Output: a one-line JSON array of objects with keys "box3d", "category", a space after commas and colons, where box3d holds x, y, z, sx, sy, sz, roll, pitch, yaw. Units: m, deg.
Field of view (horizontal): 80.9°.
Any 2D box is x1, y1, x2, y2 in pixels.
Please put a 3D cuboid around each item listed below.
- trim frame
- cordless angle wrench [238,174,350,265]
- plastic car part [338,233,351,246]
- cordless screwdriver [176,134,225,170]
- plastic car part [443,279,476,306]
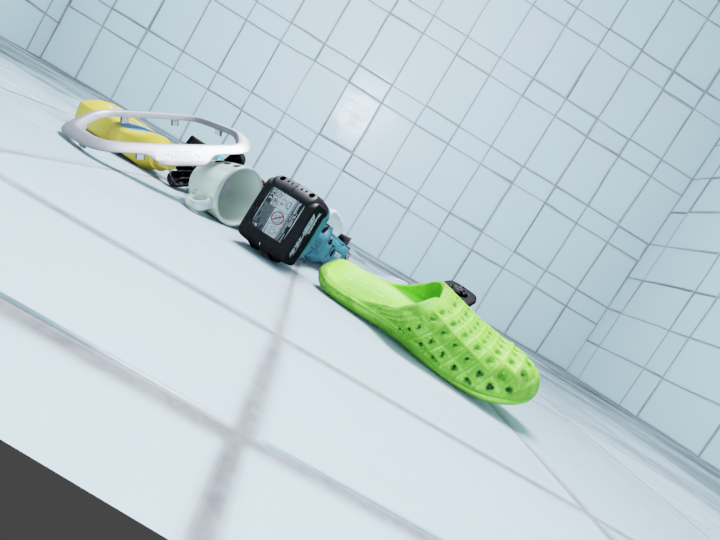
[{"box3d": [-0.275, -0.189, 0.593, 0.238, 0.027, 0.195, -9, 36, -37], "category": "trim frame"}, {"box3d": [-0.068, -0.045, 0.697, 0.076, 0.098, 0.412, 32, 0, 10], "category": "cordless angle wrench"}, {"box3d": [-0.087, -0.069, 1.025, 0.120, 0.066, 0.069, 29, -12, 12], "category": "plastic car part"}, {"box3d": [-0.254, -0.167, 0.870, 0.249, 0.074, 0.159, 35, -2, -1], "category": "cordless screwdriver"}, {"box3d": [0.110, 0.060, 0.622, 0.070, 0.066, 0.195, 25, 27, 31], "category": "plastic car part"}]
